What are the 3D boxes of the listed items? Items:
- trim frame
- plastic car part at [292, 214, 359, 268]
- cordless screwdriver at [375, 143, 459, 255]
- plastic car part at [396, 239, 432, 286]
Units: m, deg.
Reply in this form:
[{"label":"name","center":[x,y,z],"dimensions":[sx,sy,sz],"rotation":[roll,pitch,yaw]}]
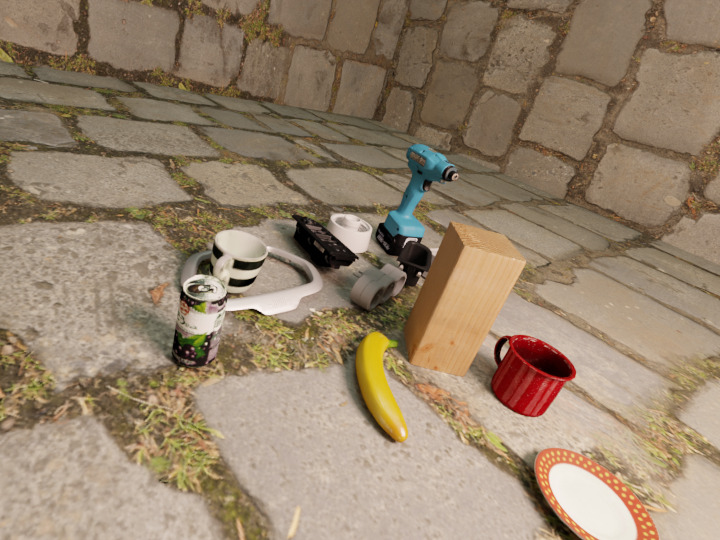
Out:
[{"label":"trim frame","center":[-0.179,0.010,0.713],"dimensions":[0.238,0.027,0.195],"rotation":[-9,36,-42]},{"label":"plastic car part","center":[-0.083,-0.054,0.850],"dimensions":[0.063,0.066,0.214],"rotation":[0,30,-32]},{"label":"cordless screwdriver","center":[0.126,-0.143,0.941],"dimensions":[0.071,0.246,0.168],"rotation":[4,29,-29]},{"label":"plastic car part","center":[0.105,-0.007,0.861],"dimensions":[0.067,0.070,0.116],"rotation":[21,26,7]}]
